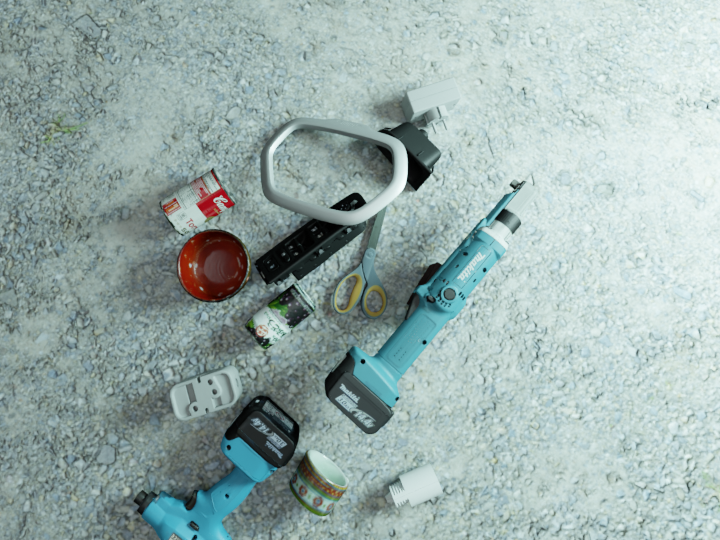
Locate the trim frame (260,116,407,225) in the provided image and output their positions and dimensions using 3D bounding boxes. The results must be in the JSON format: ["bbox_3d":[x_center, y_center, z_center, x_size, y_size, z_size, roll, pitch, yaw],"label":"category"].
[{"bbox_3d":[-0.049,-0.165,0.668,0.258,0.026,0.185,17,76,21],"label":"trim frame"}]

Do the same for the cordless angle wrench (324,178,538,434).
[{"bbox_3d":[0.117,0.035,0.604,0.099,0.074,0.422,41,84,4],"label":"cordless angle wrench"}]

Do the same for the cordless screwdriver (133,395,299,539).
[{"bbox_3d":[-0.212,0.301,0.628,0.161,0.074,0.248,35,89,4],"label":"cordless screwdriver"}]

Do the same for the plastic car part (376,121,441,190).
[{"bbox_3d":[0.085,-0.201,0.693,0.070,0.066,0.118,-35,81,-19],"label":"plastic car part"}]

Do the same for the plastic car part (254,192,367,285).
[{"bbox_3d":[-0.065,-0.043,0.668,0.203,0.070,0.064,-40,126,-1],"label":"plastic car part"}]
